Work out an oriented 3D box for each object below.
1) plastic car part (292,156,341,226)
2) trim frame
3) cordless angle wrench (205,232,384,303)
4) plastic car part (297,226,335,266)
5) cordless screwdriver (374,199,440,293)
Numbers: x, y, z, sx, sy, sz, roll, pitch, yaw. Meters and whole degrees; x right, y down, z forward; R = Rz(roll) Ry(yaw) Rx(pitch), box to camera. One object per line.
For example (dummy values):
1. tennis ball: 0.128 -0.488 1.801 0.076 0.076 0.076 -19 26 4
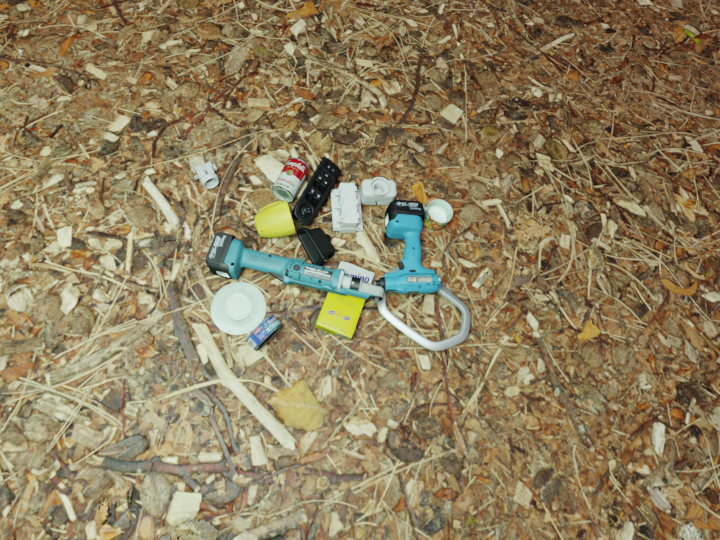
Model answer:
1. plastic car part: -0.128 -0.207 1.127 0.063 0.070 0.204 41 59 -32
2. trim frame: 0.154 0.088 1.045 0.256 0.027 0.183 33 62 14
3. cordless angle wrench: -0.153 0.004 1.008 0.428 0.072 0.099 13 67 6
4. plastic car part: -0.106 -0.069 1.083 0.069 0.066 0.120 -16 67 -30
5. cordless screwdriver: 0.102 -0.059 1.075 0.157 0.073 0.256 -1 63 -8
